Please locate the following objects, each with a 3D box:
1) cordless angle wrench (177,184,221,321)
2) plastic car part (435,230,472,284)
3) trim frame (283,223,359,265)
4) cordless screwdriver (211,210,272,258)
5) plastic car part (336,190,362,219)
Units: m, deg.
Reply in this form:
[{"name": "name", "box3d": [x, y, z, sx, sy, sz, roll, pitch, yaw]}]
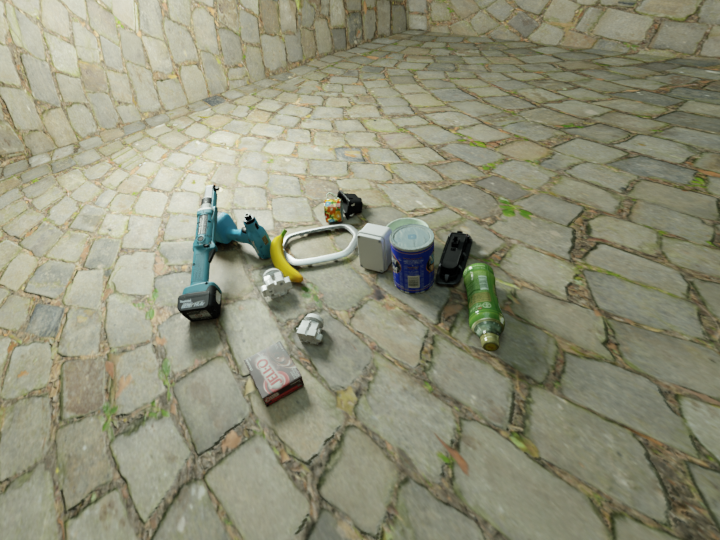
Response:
[{"name": "cordless angle wrench", "box3d": [-0.429, -0.072, 1.167, 0.098, 0.071, 0.437, -10, 58, 3]}, {"name": "plastic car part", "box3d": [0.242, -0.042, 1.084, 0.068, 0.065, 0.203, 13, 47, 16]}, {"name": "trim frame", "box3d": [-0.122, -0.080, 1.244, 0.249, 0.026, 0.192, -13, 40, 1]}, {"name": "cordless screwdriver", "box3d": [-0.377, -0.126, 1.261, 0.262, 0.152, 0.074, 17, 54, 32]}, {"name": "plastic car part", "box3d": [-0.029, -0.221, 1.370, 0.069, 0.064, 0.122, -4, 34, -17]}]
